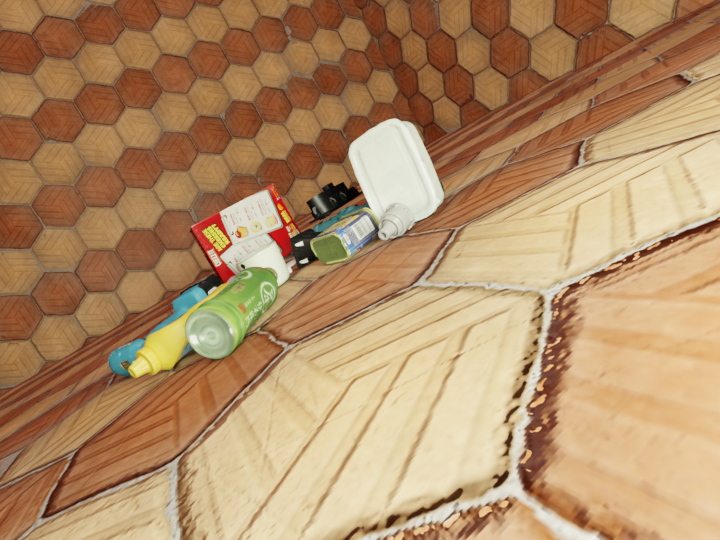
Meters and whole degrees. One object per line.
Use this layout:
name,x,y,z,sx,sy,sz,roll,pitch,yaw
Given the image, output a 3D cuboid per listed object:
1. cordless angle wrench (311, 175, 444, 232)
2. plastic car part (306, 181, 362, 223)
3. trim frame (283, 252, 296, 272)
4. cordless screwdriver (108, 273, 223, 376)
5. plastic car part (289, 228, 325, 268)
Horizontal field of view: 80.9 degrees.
cordless angle wrench,-0.019,-0.111,0.910,0.437,0.073,0.096,-19,14,48
plastic car part,-0.061,-0.154,0.915,0.068,0.066,0.201,-22,15,26
trim frame,-0.211,0.008,0.961,0.258,0.027,0.180,-16,17,42
cordless screwdriver,-0.339,0.096,0.799,0.164,0.073,0.247,-22,18,33
plastic car part,-0.086,-0.056,0.875,0.073,0.065,0.114,-7,17,26
